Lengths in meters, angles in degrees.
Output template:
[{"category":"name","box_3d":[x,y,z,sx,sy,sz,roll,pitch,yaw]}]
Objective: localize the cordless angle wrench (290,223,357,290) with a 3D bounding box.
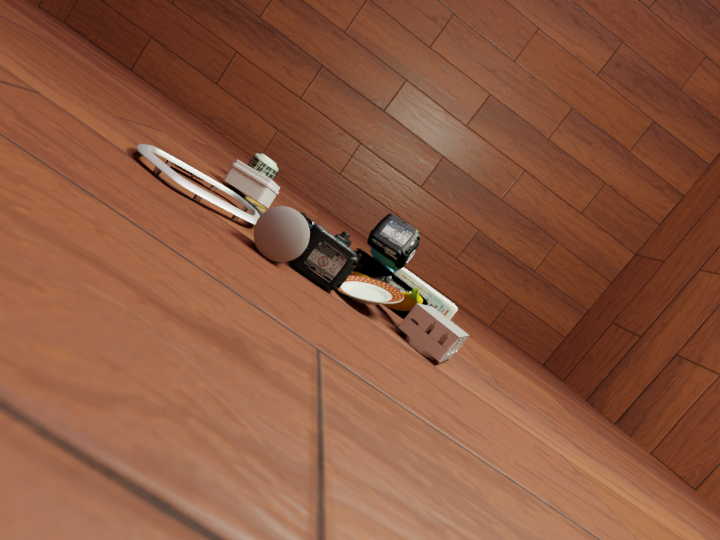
[{"category":"cordless angle wrench","box_3d":[-0.084,-0.055,0.863,0.096,0.074,0.430,35,4,-12]}]

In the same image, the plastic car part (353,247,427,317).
[{"category":"plastic car part","box_3d":[0.056,0.036,0.927,0.204,0.066,0.067,34,45,2]}]

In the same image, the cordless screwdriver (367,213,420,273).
[{"category":"cordless screwdriver","box_3d":[0.076,-0.013,0.971,0.163,0.074,0.245,39,-24,10]}]

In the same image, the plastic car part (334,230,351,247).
[{"category":"plastic car part","box_3d":[-0.054,-0.067,1.081,0.067,0.071,0.115,35,4,4]}]

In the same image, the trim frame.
[{"category":"trim frame","box_3d":[-0.266,-0.141,0.720,0.234,0.027,0.195,26,12,-46]}]
